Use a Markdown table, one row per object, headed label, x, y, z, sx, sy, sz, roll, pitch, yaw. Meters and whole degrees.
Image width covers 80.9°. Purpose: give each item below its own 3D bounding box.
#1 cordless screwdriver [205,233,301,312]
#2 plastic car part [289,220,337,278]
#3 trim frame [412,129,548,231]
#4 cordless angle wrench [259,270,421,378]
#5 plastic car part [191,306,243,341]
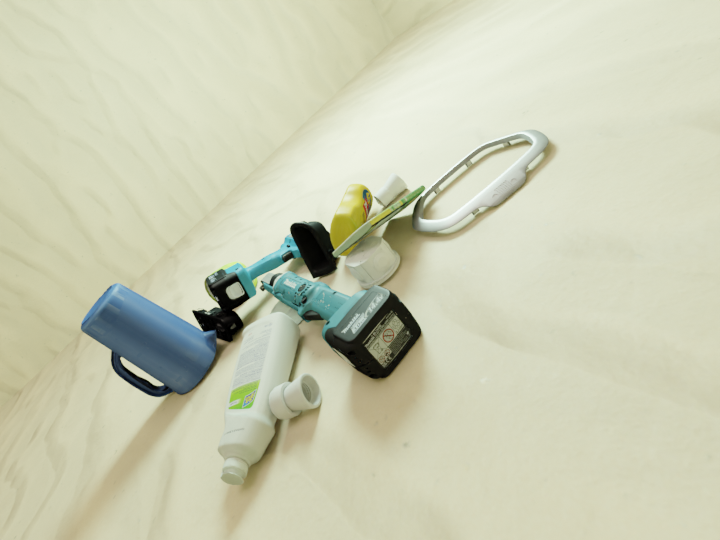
| label | x | y | z | sx | sy | sz | roll | pitch | yaw |
| --- | --- | --- | --- | --- | --- | --- | --- | --- | --- |
| cordless screwdriver | -0.205 | -0.003 | 0.919 | 0.245 | 0.072 | 0.166 | -33 | 21 | -19 |
| plastic car part | -0.082 | -0.054 | 0.839 | 0.068 | 0.116 | 0.069 | -24 | 3 | 36 |
| trim frame | 0.186 | -0.146 | 0.690 | 0.248 | 0.026 | 0.191 | -39 | 24 | 0 |
| cordless angle wrench | -0.078 | 0.047 | 0.679 | 0.097 | 0.071 | 0.443 | -48 | 28 | -15 |
| plastic car part | -0.315 | 0.116 | 0.949 | 0.065 | 0.065 | 0.212 | -25 | 14 | -30 |
